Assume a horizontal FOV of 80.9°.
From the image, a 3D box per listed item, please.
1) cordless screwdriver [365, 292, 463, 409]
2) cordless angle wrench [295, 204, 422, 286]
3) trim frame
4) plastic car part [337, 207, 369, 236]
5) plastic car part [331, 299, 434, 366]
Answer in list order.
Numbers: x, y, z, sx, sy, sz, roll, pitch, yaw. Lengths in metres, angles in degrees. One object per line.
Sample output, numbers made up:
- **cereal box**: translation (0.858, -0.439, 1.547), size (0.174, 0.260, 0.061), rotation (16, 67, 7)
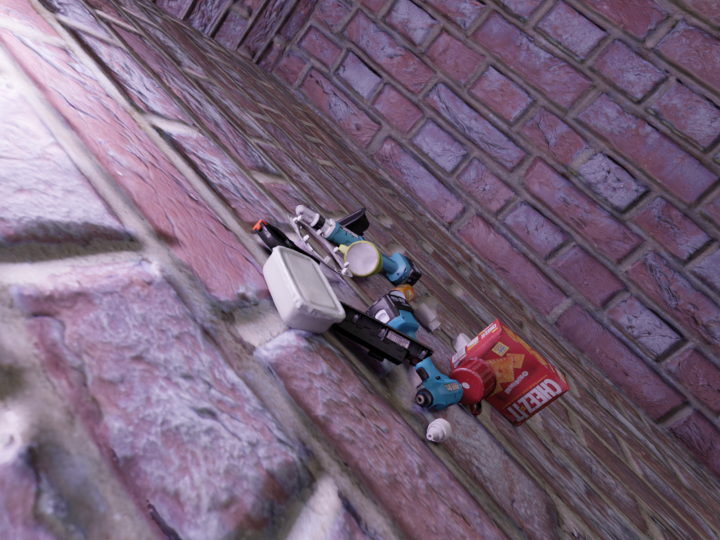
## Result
- **cordless screwdriver**: translation (0.099, 0.165, 0.865), size (0.151, 0.075, 0.260), rotation (15, 35, -53)
- **cordless angle wrench**: translation (-0.007, -0.071, 1.203), size (0.405, 0.074, 0.102), rotation (30, 22, -24)
- **trim frame**: translation (-0.100, -0.065, 1.022), size (0.174, 0.027, 0.261), rotation (33, 14, -36)
- **plastic car part**: translation (-0.022, -0.127, 1.250), size (0.068, 0.118, 0.068), rotation (60, 11, -26)
- **plastic car part**: translation (0.026, 0.123, 0.783), size (0.206, 0.067, 0.065), rotation (32, -16, 8)
